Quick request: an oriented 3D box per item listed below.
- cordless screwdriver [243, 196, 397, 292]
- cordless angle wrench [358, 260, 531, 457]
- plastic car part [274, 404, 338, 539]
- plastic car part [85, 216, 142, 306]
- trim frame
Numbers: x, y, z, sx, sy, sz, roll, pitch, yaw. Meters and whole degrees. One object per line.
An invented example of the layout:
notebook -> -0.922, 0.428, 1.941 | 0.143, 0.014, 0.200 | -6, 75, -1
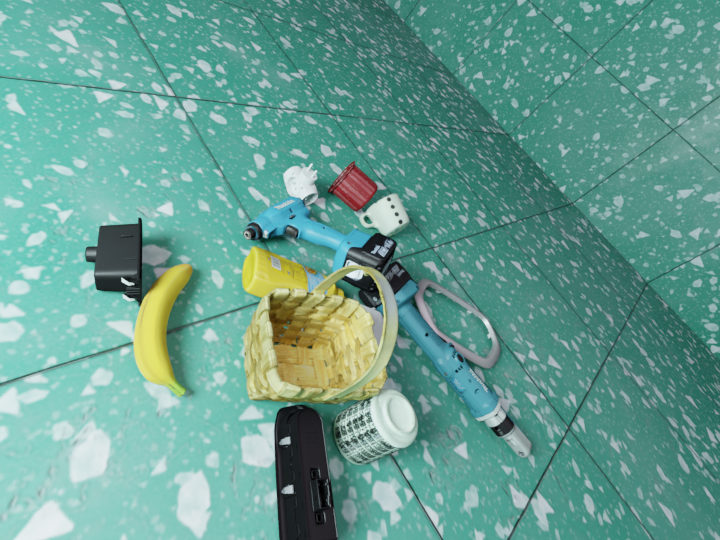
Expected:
cordless screwdriver -> -0.073, -0.048, 0.746 | 0.258, 0.073, 0.156 | 27, 35, 18
cordless angle wrench -> 0.168, 0.173, 0.797 | 0.429, 0.075, 0.095 | 50, 38, 7
plastic car part -> -0.067, 0.258, 0.515 | 0.063, 0.067, 0.212 | 9, 45, -28
plastic car part -> -0.326, -0.016, 0.563 | 0.068, 0.065, 0.122 | -3, 52, -27
trim frame -> 0.214, 0.113, 0.931 | 0.243, 0.028, 0.187 | 29, 40, -13
